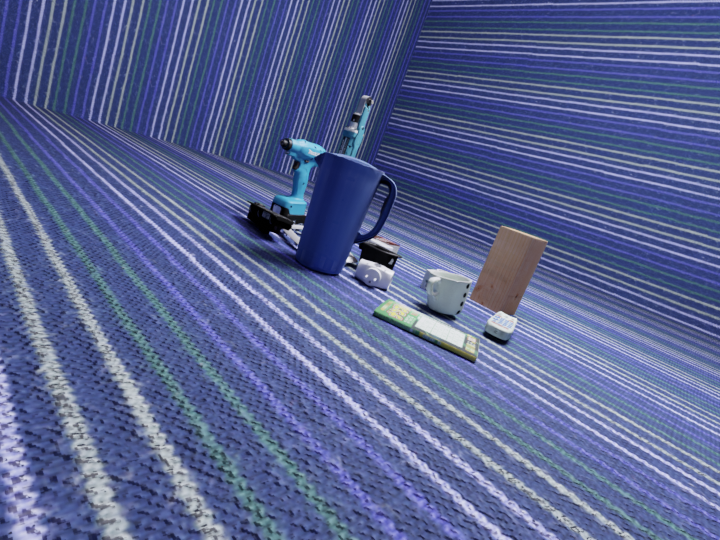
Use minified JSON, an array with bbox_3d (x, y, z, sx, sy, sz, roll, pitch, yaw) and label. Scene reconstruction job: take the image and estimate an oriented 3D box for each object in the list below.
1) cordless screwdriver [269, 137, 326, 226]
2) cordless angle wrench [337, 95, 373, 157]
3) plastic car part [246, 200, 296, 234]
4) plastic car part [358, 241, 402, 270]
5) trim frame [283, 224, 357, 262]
[{"bbox_3d":[-0.191,-0.240,1.173,0.078,0.247,0.151,28,15,34],"label":"cordless screwdriver"},{"bbox_3d":[-0.053,-0.306,1.251,0.103,0.420,0.071,29,14,35],"label":"cordless angle wrench"},{"bbox_3d":[-0.236,-0.130,1.062,0.063,0.066,0.214,10,15,-36],"label":"plastic car part"},{"bbox_3d":[0.037,-0.024,1.002,0.063,0.070,0.123,10,15,-37],"label":"plastic car part"},{"bbox_3d":[-0.106,-0.069,1.082,0.176,0.027,0.262,11,15,-31],"label":"trim frame"}]
